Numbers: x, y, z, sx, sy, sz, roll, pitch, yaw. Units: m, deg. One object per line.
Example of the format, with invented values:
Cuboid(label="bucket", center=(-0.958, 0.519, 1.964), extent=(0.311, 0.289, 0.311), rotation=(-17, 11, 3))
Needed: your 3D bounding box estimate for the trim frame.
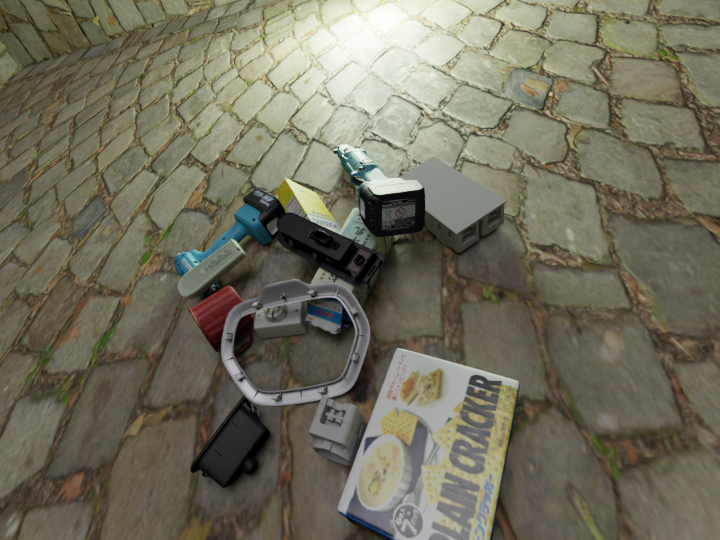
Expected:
Cuboid(label="trim frame", center=(-0.107, 0.108, 0.649), extent=(0.254, 0.026, 0.187), rotation=(-13, 76, 17))

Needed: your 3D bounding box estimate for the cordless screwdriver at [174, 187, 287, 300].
Cuboid(label="cordless screwdriver", center=(-0.250, -0.048, 0.861), extent=(0.247, 0.071, 0.168), rotation=(-43, 51, -13))

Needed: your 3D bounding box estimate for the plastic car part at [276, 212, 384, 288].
Cuboid(label="plastic car part", center=(-0.068, -0.044, 0.693), extent=(0.214, 0.063, 0.066), rotation=(26, 80, 34))

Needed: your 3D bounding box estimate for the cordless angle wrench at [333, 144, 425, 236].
Cuboid(label="cordless angle wrench", center=(0.010, -0.189, 0.832), extent=(0.097, 0.072, 0.440), rotation=(-9, 30, -10))

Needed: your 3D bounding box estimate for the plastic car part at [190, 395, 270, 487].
Cuboid(label="plastic car part", center=(-0.171, 0.248, 0.592), extent=(0.074, 0.064, 0.116), rotation=(26, 66, 18))
